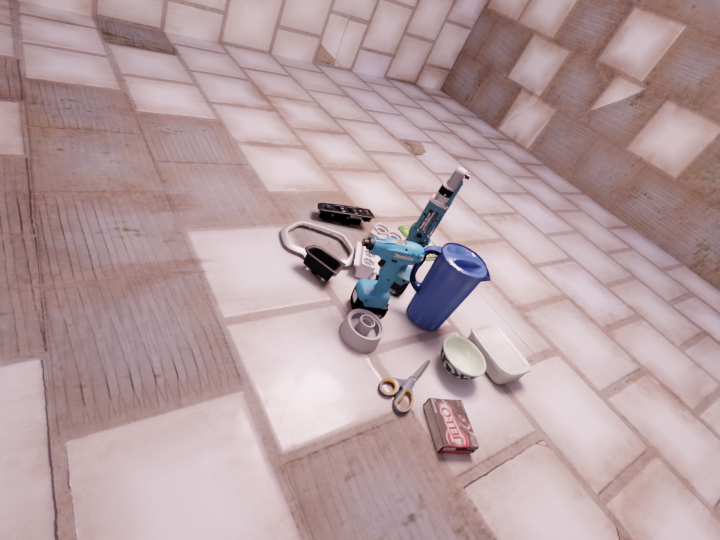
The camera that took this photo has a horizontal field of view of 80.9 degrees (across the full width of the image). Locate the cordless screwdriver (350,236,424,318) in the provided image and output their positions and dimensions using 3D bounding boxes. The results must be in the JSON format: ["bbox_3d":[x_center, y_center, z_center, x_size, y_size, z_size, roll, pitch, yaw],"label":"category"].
[{"bbox_3d":[0.039,0.016,1.091,0.154,0.247,0.077,12,39,-20],"label":"cordless screwdriver"}]

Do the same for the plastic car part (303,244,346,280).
[{"bbox_3d":[-0.112,-0.015,1.193,0.119,0.070,0.065,33,36,10],"label":"plastic car part"}]

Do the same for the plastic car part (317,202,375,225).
[{"bbox_3d":[-0.058,-0.192,1.449,0.196,0.066,0.069,10,39,-20],"label":"plastic car part"}]

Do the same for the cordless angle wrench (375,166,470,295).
[{"bbox_3d":[0.169,-0.105,1.168,0.099,0.420,0.074,33,36,6],"label":"cordless angle wrench"}]

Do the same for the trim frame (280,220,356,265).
[{"bbox_3d":[-0.128,-0.084,1.307,0.244,0.027,0.189,17,37,-10],"label":"trim frame"}]
